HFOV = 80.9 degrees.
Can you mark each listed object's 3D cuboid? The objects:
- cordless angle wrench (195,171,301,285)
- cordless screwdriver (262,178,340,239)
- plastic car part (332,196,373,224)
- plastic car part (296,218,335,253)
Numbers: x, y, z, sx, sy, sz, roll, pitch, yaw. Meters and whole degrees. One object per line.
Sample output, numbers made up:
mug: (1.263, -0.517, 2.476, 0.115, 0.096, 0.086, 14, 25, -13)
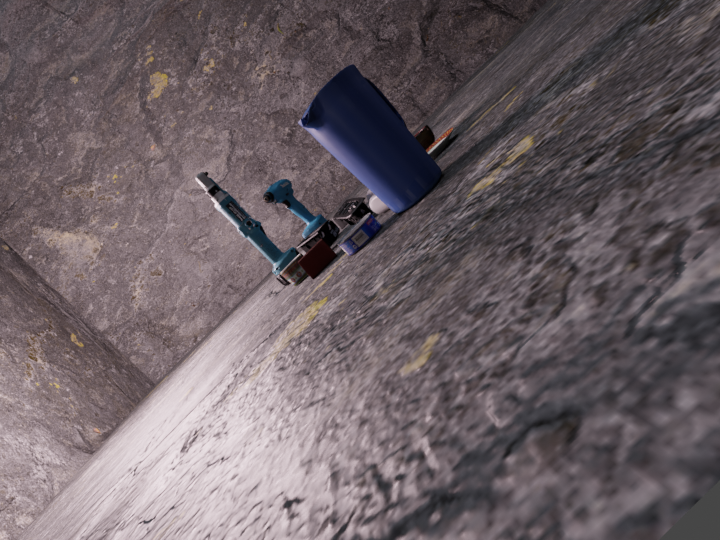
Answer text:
cordless angle wrench: (-0.336, -0.133, 1.264, 0.097, 0.419, 0.075, -47, 5, -29)
cordless screwdriver: (-0.180, -0.161, 1.254, 0.075, 0.246, 0.159, -42, 6, 26)
plastic car part: (-0.017, -0.139, 1.042, 0.066, 0.066, 0.206, -45, 10, -5)
plastic car part: (-0.110, -0.072, 1.126, 0.119, 0.070, 0.065, -35, 11, 46)
